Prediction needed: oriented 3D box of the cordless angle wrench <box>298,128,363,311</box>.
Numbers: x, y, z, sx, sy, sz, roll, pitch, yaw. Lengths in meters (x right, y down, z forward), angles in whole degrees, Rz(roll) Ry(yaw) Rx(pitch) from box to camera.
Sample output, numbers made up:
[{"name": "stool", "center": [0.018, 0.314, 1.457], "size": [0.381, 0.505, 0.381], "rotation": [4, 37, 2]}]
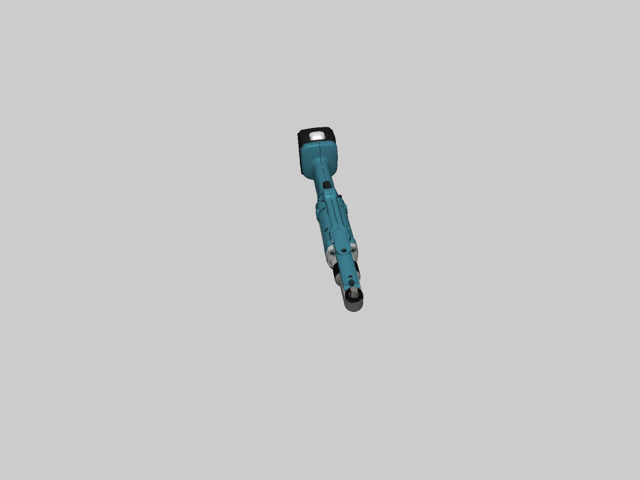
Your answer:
[{"name": "cordless angle wrench", "center": [0.019, -0.051, 0.743], "size": [0.074, 0.421, 0.098], "rotation": [-7, -44, -4]}]
